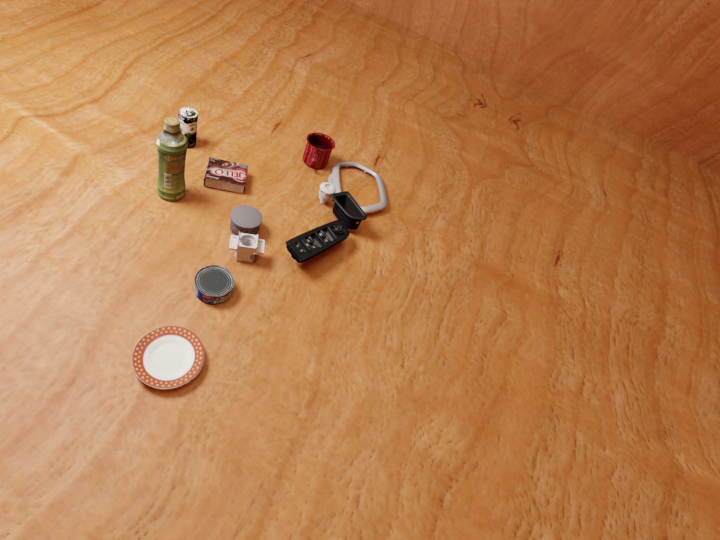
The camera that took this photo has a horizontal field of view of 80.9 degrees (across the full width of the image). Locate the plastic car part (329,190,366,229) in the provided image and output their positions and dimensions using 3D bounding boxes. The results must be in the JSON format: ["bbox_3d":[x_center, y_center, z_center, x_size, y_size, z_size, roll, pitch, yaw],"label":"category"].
[{"bbox_3d":[-0.039,-0.157,1.176,0.064,0.070,0.122,-15,57,-32],"label":"plastic car part"}]

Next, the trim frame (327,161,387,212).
[{"bbox_3d":[-0.010,-0.262,1.312,0.180,0.027,0.257,7,48,-14],"label":"trim frame"}]

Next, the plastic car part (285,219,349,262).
[{"bbox_3d":[-0.105,-0.069,1.075,0.069,0.066,0.198,43,49,17],"label":"plastic car part"}]
